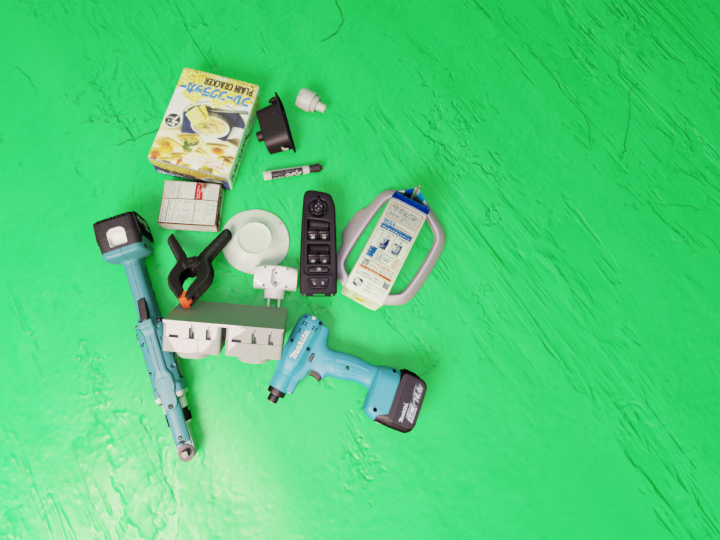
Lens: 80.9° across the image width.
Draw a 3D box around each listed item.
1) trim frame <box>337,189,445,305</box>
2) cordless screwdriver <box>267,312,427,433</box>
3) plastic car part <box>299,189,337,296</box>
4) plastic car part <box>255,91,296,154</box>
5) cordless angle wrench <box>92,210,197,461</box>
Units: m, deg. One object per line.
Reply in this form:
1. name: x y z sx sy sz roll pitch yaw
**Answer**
1. trim frame: 0.056 -0.046 0.819 0.186 0.027 0.248 32 76 5
2. cordless screwdriver: -0.027 0.197 0.719 0.253 0.073 0.159 26 74 8
3. plastic car part: -0.077 -0.050 0.788 0.066 0.066 0.206 -2 77 1
4. plastic car part: -0.180 -0.289 0.863 0.072 0.064 0.118 -14 79 6
5. cordless angle wrench: -0.353 0.108 0.721 0.073 0.098 0.429 -20 80 -12
